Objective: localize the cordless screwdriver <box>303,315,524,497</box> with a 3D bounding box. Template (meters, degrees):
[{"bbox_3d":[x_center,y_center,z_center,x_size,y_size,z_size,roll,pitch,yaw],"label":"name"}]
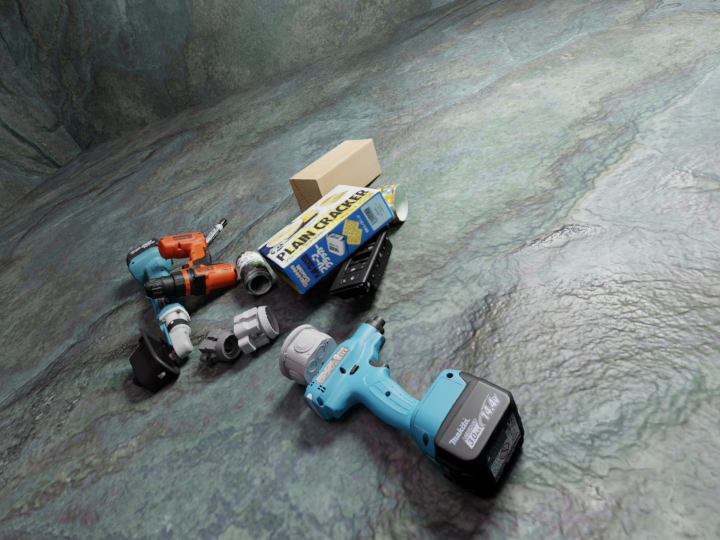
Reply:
[{"bbox_3d":[0.060,0.137,0.506,0.262,0.071,0.158,9,48,43],"label":"cordless screwdriver"}]

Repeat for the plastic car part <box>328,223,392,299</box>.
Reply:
[{"bbox_3d":[0.016,-0.016,0.718,0.068,0.065,0.205,-27,27,34],"label":"plastic car part"}]

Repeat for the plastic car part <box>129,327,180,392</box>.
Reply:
[{"bbox_3d":[-0.372,0.167,0.746,0.071,0.062,0.123,-48,42,-6],"label":"plastic car part"}]

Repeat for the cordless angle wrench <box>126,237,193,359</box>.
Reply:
[{"bbox_3d":[-0.420,0.053,0.904,0.097,0.071,0.448,-35,39,-15],"label":"cordless angle wrench"}]

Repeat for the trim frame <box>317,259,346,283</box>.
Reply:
[{"bbox_3d":[-0.085,-0.055,0.866,0.185,0.026,0.260,-26,38,2],"label":"trim frame"}]
